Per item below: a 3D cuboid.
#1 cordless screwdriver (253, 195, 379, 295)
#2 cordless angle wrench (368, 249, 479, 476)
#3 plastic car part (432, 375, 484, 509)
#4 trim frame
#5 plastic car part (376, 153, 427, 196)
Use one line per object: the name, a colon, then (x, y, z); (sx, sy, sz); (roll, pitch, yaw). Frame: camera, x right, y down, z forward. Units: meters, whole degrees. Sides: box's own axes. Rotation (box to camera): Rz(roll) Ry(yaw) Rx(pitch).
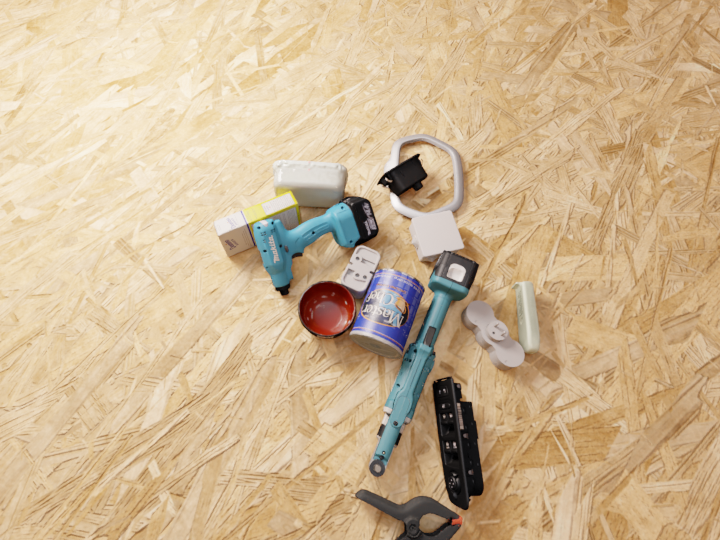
cordless screwdriver: (-0.086, -0.056, 0.879); (0.244, 0.077, 0.156); (-20, 106, -15)
cordless angle wrench: (0.109, 0.164, 0.781); (0.076, 0.096, 0.424); (23, 71, 8)
plastic car part: (0.170, 0.294, 0.731); (0.064, 0.067, 0.208); (14, 61, -24)
trim frame: (0.148, -0.222, 0.992); (0.185, 0.027, 0.254); (3, 66, 1)
plastic car part: (0.107, -0.208, 0.948); (0.115, 0.066, 0.072); (-30, 85, -17)
